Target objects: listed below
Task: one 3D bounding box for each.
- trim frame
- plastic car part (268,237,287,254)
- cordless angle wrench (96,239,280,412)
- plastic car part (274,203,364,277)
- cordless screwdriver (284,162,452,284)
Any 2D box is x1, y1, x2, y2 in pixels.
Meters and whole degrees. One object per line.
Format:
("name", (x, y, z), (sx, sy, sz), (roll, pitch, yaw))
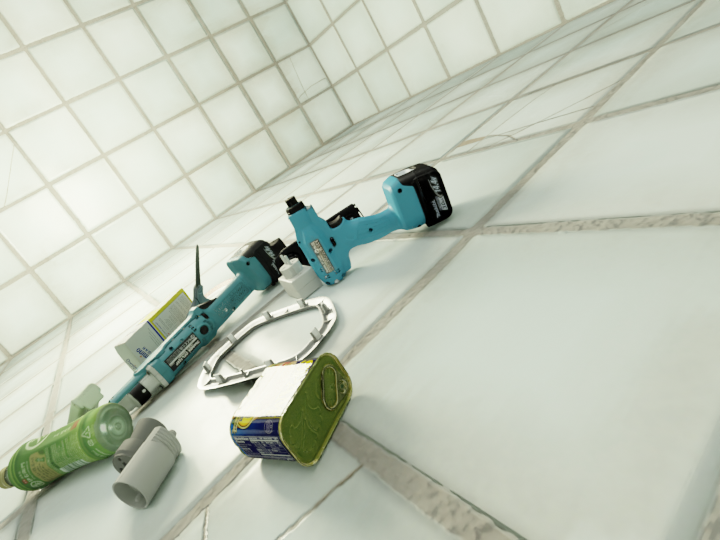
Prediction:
("trim frame", (-0.141, 0.105, 0.625), (0.256, 0.026, 0.185), (-19, 25, 27))
("plastic car part", (-0.212, -0.034, 0.975), (0.117, 0.069, 0.067), (-27, 17, 6))
("cordless angle wrench", (-0.296, 0.106, 0.771), (0.077, 0.094, 0.420), (-12, 32, 46))
("plastic car part", (-0.083, -0.054, 0.852), (0.202, 0.065, 0.068), (-34, 9, -6))
("cordless screwdriver", (0.009, -0.099, 0.689), (0.249, 0.155, 0.076), (-29, 17, 3))
